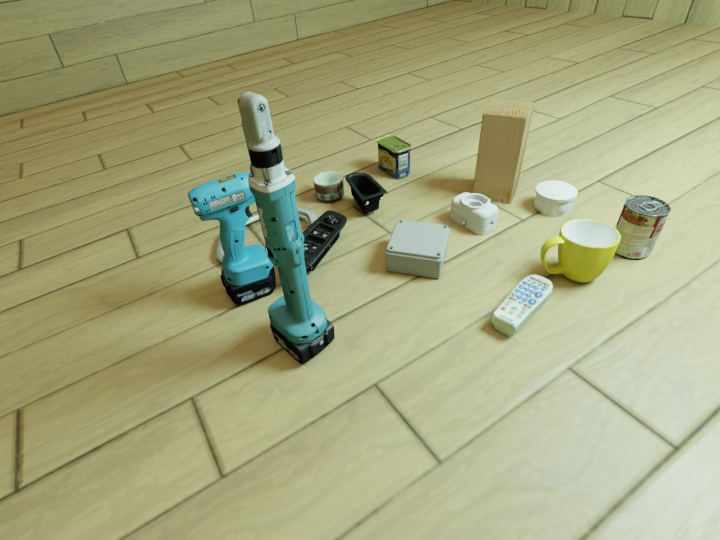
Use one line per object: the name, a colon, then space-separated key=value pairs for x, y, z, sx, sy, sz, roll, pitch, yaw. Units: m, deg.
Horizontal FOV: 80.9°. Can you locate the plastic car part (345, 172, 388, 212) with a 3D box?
plastic car part: x=0.010 y=-0.179 z=1.004 sx=0.065 sy=0.068 sz=0.123 roll=-19 pitch=41 yaw=-15

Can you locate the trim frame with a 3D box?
trim frame: x=-0.210 y=-0.079 z=0.957 sx=0.243 sy=0.026 sz=0.195 roll=-27 pitch=44 yaw=-21

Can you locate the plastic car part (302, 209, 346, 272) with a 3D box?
plastic car part: x=-0.086 y=-0.056 z=0.880 sx=0.069 sy=0.064 sz=0.203 roll=12 pitch=44 yaw=20

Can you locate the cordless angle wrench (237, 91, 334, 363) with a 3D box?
cordless angle wrench: x=-0.108 y=-0.037 z=0.595 sx=0.073 sy=0.408 sz=0.103 roll=-33 pitch=47 yaw=-31

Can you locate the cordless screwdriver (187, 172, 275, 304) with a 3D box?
cordless screwdriver: x=-0.202 y=-0.063 z=0.772 sx=0.156 sy=0.240 sz=0.078 roll=-22 pitch=42 yaw=-19
